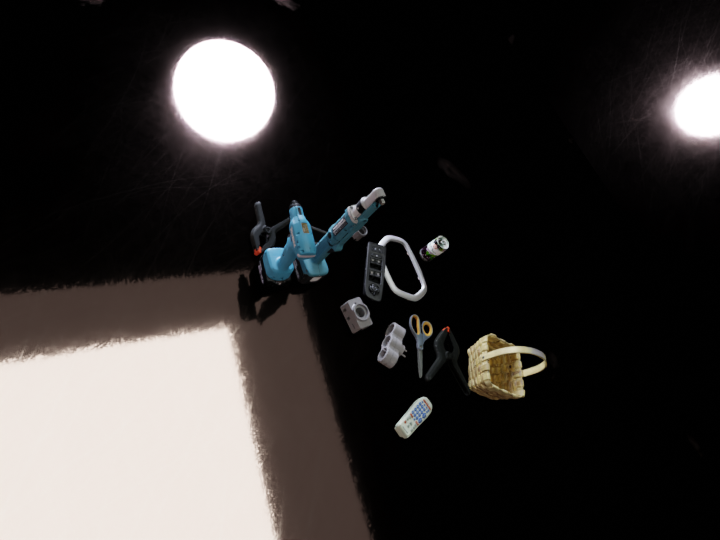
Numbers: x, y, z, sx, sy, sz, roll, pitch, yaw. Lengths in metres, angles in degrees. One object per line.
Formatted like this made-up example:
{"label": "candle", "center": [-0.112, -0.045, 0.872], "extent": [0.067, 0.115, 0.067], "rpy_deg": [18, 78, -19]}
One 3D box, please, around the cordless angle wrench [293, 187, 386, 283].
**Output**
{"label": "cordless angle wrench", "center": [-0.060, -0.091, 1.121], "extent": [0.071, 0.428, 0.101], "rpy_deg": [-4, 67, -36]}

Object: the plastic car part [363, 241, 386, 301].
{"label": "plastic car part", "center": [0.037, 0.010, 1.351], "extent": [0.064, 0.068, 0.208], "rpy_deg": [19, 53, -22]}

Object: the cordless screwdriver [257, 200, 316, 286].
{"label": "cordless screwdriver", "center": [-0.202, -0.063, 1.136], "extent": [0.071, 0.252, 0.164], "rpy_deg": [1, 63, -34]}

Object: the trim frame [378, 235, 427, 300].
{"label": "trim frame", "center": [0.141, -0.010, 1.452], "extent": [0.177, 0.028, 0.256], "rpy_deg": [-10, 67, -35]}

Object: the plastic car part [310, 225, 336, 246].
{"label": "plastic car part", "center": [-0.128, -0.084, 1.312], "extent": [0.112, 0.072, 0.067], "rpy_deg": [20, 54, -20]}
